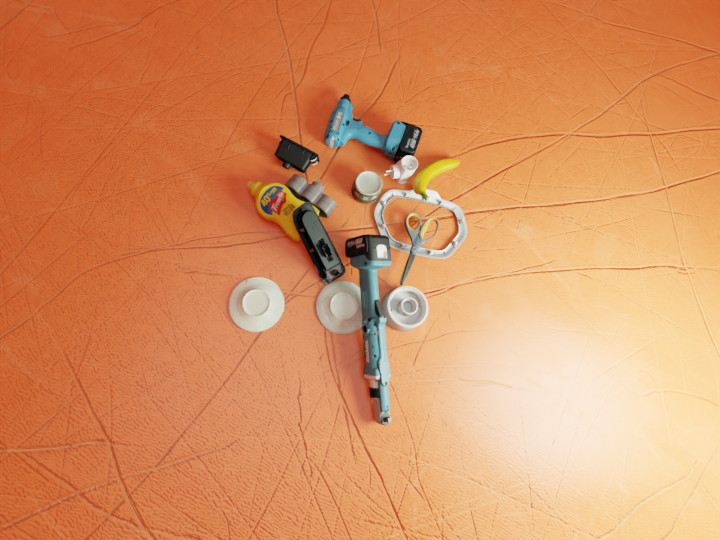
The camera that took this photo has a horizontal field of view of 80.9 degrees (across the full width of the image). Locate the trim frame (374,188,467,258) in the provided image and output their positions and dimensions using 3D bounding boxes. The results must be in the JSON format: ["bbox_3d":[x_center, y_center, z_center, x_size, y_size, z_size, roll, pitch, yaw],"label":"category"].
[{"bbox_3d":[0.158,-0.128,1.100,0.249,0.027,0.186,12,71,0],"label":"trim frame"}]

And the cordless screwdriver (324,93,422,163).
[{"bbox_3d":[0.038,-0.385,1.145,0.250,0.073,0.161,15,72,3],"label":"cordless screwdriver"}]

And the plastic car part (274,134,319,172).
[{"bbox_3d":[-0.174,-0.295,1.106,0.118,0.065,0.071,27,87,5],"label":"plastic car part"}]

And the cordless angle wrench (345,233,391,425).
[{"bbox_3d":[0.031,0.131,0.972,0.071,0.101,0.427,3,79,-37],"label":"cordless angle wrench"}]

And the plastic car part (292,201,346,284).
[{"bbox_3d":[-0.098,-0.064,1.001,0.066,0.068,0.200,-28,99,-8],"label":"plastic car part"}]
